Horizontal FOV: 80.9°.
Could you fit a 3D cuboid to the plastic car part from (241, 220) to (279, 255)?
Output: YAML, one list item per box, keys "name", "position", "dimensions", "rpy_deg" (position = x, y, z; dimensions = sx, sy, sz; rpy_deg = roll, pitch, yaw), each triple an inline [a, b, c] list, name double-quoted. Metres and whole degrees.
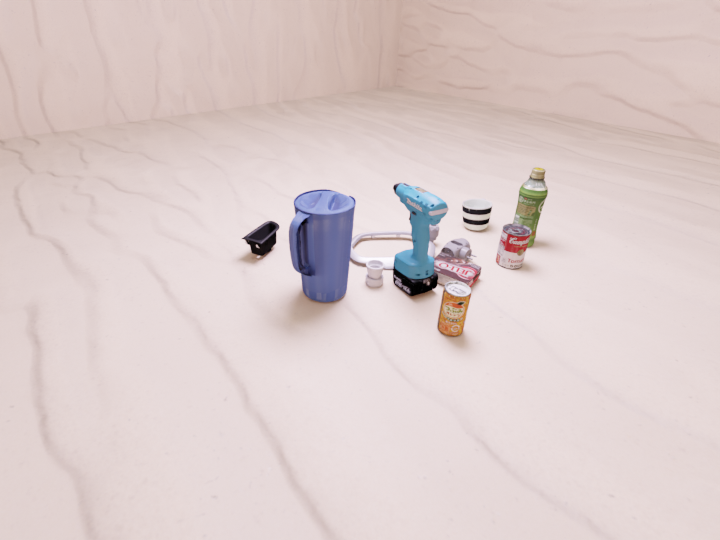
- name: "plastic car part"
  position: [-0.263, -0.081, 1.161]
  dimensions: [0.069, 0.069, 0.115]
  rpy_deg: [15, 34, 21]

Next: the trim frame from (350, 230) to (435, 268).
- name: "trim frame"
  position: [0.081, -0.062, 1.166]
  dimensions: [0.248, 0.027, 0.190]
  rpy_deg: [-2, 32, -3]

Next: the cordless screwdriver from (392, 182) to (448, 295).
- name: "cordless screwdriver"
  position: [0.120, -0.076, 0.985]
  dimensions: [0.072, 0.242, 0.168]
  rpy_deg: [-14, 34, -26]
